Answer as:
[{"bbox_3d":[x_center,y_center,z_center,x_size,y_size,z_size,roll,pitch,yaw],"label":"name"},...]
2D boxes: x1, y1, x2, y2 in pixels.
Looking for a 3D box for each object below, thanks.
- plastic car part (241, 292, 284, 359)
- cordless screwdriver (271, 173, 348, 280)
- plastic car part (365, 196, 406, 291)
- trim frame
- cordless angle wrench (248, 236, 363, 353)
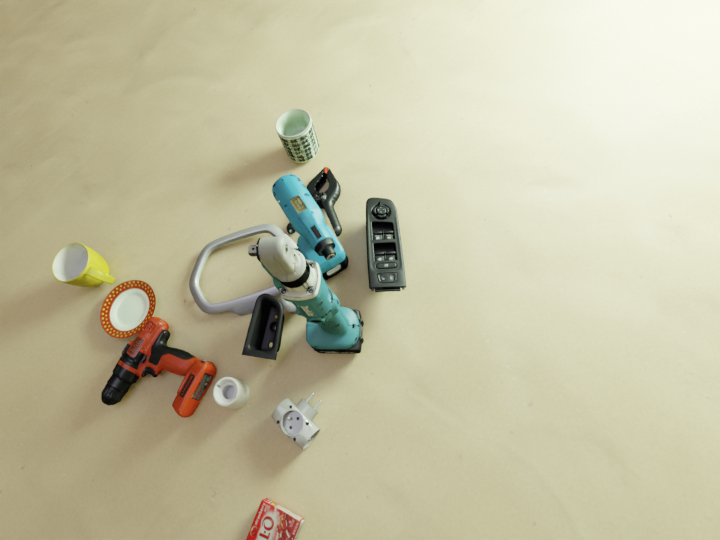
[{"bbox_3d":[-0.170,0.109,0.794,0.067,0.068,0.118,5,68,12],"label":"plastic car part"},{"bbox_3d":[-0.073,-0.048,0.747,0.074,0.239,0.166,-31,67,-5],"label":"cordless screwdriver"},{"bbox_3d":[0.046,-0.049,0.818,0.067,0.064,0.208,-7,66,7],"label":"plastic car part"},{"bbox_3d":[-0.243,-0.002,0.882,0.250,0.026,0.190,-18,65,4],"label":"trim frame"},{"bbox_3d":[-0.064,0.048,0.610,0.099,0.407,0.076,-1,69,7],"label":"cordless angle wrench"}]
